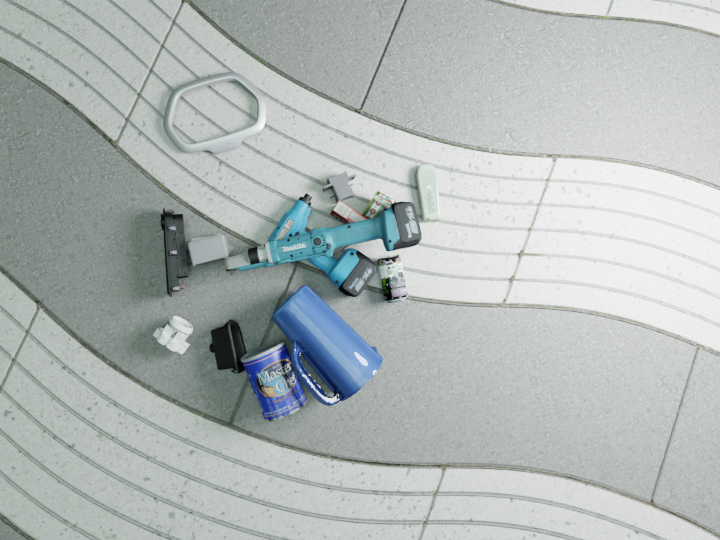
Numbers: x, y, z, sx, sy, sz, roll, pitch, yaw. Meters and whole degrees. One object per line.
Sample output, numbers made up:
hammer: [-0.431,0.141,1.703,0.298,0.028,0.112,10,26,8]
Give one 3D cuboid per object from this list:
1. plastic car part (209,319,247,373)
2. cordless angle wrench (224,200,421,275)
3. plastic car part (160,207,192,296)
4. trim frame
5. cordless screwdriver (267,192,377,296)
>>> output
plastic car part: [-0.302,0.174,0.949,0.072,0.065,0.117,-18,85,7]
cordless angle wrench: [-0.089,-0.058,0.908,0.425,0.073,0.098,-12,87,3]
plastic car part: [-0.418,-0.045,0.954,0.065,0.067,0.204,-9,86,-17]
trim frame: [-0.344,-0.371,1.003,0.246,0.027,0.185,-19,86,-7]
cordless screwdriver: [-0.076,-0.056,0.973,0.250,0.074,0.159,31,84,3]
